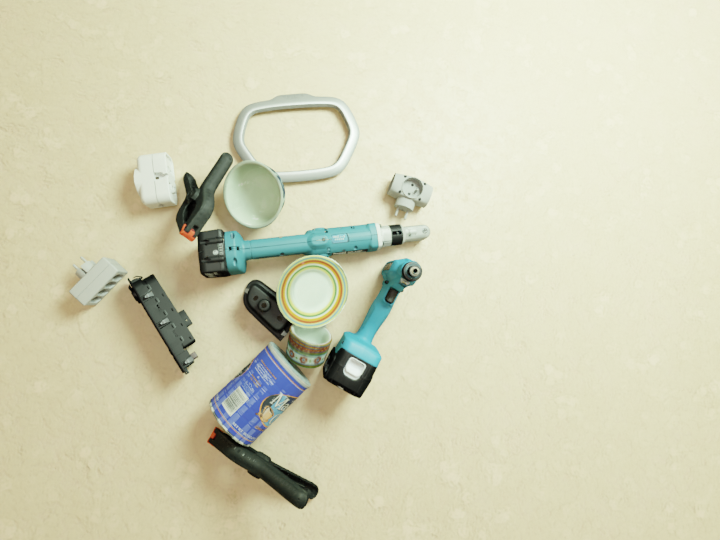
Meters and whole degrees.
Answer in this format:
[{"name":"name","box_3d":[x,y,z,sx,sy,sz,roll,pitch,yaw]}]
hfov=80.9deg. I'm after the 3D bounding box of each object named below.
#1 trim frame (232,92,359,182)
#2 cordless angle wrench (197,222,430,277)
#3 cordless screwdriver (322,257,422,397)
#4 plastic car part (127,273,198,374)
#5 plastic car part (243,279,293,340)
[{"name":"trim frame","box_3d":[-0.125,-0.263,0.829,0.248,0.027,0.185,-7,84,-2]},{"name":"cordless angle wrench","box_3d":[-0.076,-0.049,0.773,0.418,0.098,0.075,-7,82,-8]},{"name":"cordless screwdriver","box_3d":[0.027,0.090,0.724,0.074,0.160,0.249,30,84,-4]},{"name":"plastic car part","box_3d":[-0.346,0.086,0.753,0.066,0.066,0.204,-37,86,-18]},{"name":"plastic car part","box_3d":[-0.166,0.068,0.760,0.116,0.071,0.066,41,80,-2]}]
